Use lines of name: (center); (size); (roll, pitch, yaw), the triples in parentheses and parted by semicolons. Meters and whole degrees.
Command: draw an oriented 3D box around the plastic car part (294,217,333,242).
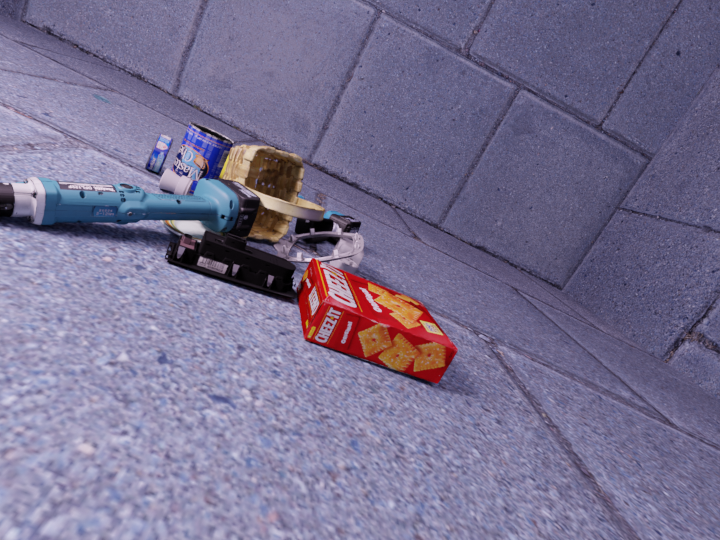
plastic car part: (-0.123, -0.108, 1.059); (0.074, 0.065, 0.113); (16, 10, 21)

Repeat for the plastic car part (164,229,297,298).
plastic car part: (-0.181, -0.014, 0.634); (0.195, 0.067, 0.069); (24, 7, -21)

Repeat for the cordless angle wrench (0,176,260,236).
cordless angle wrench: (-0.328, -0.093, 0.586); (0.103, 0.074, 0.404); (36, 25, 30)

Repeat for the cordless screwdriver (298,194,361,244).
cordless screwdriver: (-0.132, -0.151, 1.163); (0.260, 0.074, 0.153); (29, 14, 24)

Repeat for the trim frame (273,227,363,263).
trim frame: (-0.086, -0.056, 0.877); (0.186, 0.027, 0.251); (-4, 19, 4)
